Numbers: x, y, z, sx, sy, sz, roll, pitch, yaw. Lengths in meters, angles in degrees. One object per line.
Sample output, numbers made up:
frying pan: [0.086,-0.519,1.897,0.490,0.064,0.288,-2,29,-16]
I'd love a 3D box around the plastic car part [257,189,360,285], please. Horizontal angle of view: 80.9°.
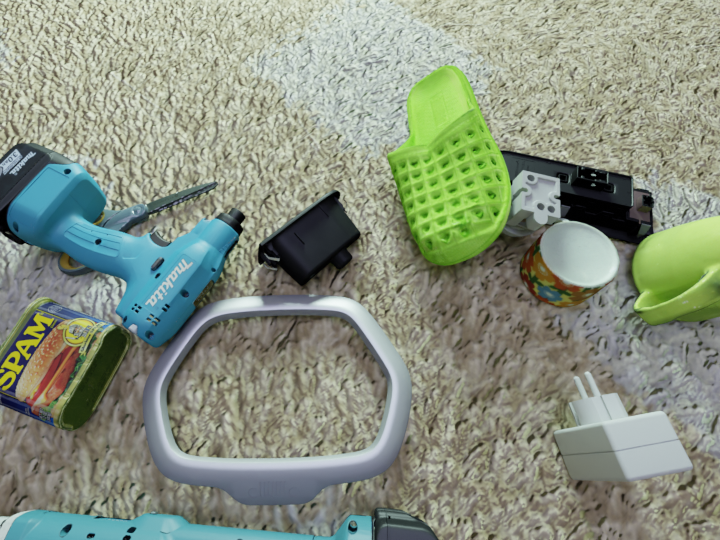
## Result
plastic car part: [-0.044,-0.029,0.448,0.115,0.066,0.072,-37,84,-19]

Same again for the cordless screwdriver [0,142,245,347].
cordless screwdriver: [-0.255,-0.051,0.443,0.253,0.073,0.159,30,68,9]

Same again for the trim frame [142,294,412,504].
trim frame: [-0.078,0.110,0.391,0.248,0.027,0.189,-3,61,0]

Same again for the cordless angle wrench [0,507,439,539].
cordless angle wrench: [-0.158,0.221,0.316,0.427,0.072,0.100,1,63,6]

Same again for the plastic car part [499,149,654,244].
plastic car part: [0.217,-0.087,0.460,0.208,0.065,0.067,14,72,12]
